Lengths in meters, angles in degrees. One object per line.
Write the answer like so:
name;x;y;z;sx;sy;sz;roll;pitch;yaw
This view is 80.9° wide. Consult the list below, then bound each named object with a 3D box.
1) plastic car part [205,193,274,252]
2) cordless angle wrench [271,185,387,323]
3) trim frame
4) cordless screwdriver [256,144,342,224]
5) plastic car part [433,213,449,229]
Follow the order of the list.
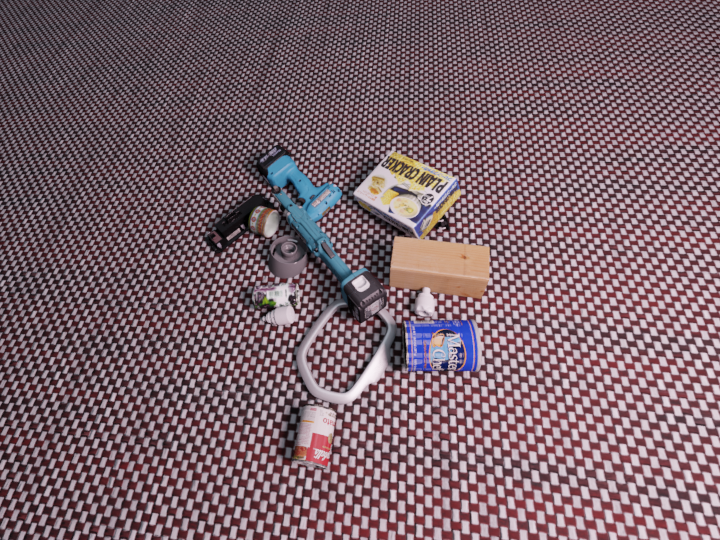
plastic car part;-0.324;-0.138;1.126;0.200;0.064;0.070;-39;56;-20
cordless angle wrench;-0.098;-0.064;1.001;0.073;0.094;0.444;-33;59;-15
trim frame;-0.029;0.166;0.916;0.192;0.026;0.248;26;63;22
cordless screwdriver;-0.189;-0.222;1.152;0.259;0.071;0.158;40;80;22
plastic car part;0.166;-0.148;1.070;0.071;0.062;0.122;-29;55;4
